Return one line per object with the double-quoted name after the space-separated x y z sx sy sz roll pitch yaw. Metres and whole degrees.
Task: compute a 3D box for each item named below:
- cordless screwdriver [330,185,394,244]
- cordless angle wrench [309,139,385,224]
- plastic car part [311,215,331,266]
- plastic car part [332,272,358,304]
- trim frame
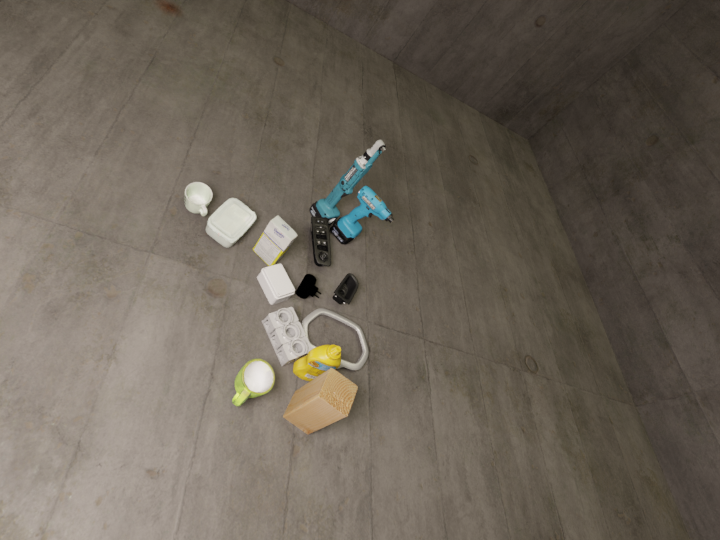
0.005 -0.183 1.567 0.160 0.251 0.073 49 44 3 "cordless screwdriver"
-0.044 -0.312 1.507 0.071 0.428 0.101 -15 71 -42 "cordless angle wrench"
-0.149 -0.098 1.528 0.063 0.068 0.210 10 52 -30 "plastic car part"
-0.057 0.071 1.459 0.065 0.072 0.116 39 45 -6 "plastic car part"
-0.081 0.222 1.358 0.242 0.028 0.187 27 46 -14 "trim frame"
